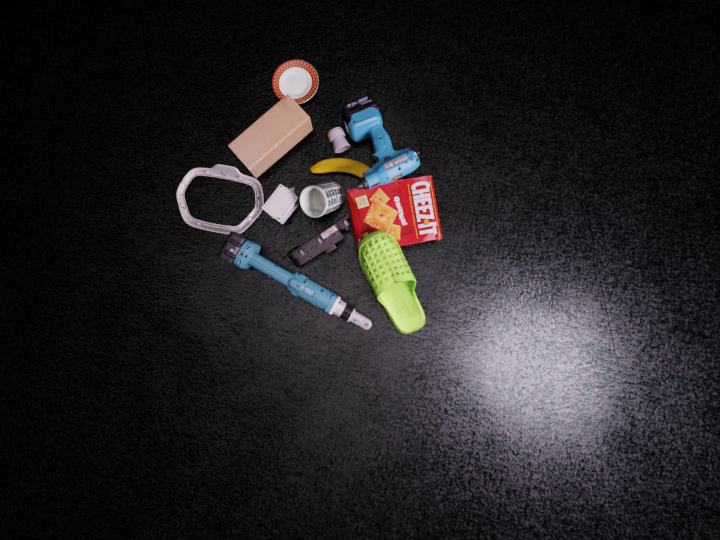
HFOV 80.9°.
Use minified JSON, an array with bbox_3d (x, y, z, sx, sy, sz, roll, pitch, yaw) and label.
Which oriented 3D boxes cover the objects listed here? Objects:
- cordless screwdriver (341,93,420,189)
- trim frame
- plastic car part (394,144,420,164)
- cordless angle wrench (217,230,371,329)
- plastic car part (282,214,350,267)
[{"bbox_3d":[0.021,-0.319,1.068,0.159,0.071,0.259,-27,65,-1],"label":"cordless screwdriver"},{"bbox_3d":[-0.385,-0.196,1.153,0.252,0.027,0.185,12,84,8],"label":"trim frame"},{"bbox_3d":[0.088,-0.285,1.105,0.117,0.063,0.073,-27,68,1],"label":"plastic car part"},{"bbox_3d":[-0.159,0.035,1.075,0.427,0.097,0.074,30,90,4],"label":"cordless angle wrench"},{"bbox_3d":[-0.107,-0.070,1.094,0.203,0.067,0.066,-29,102,3],"label":"plastic car part"}]
